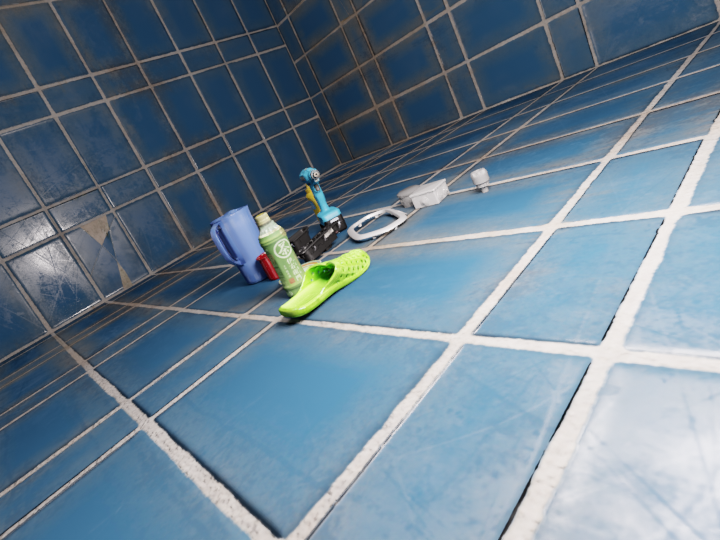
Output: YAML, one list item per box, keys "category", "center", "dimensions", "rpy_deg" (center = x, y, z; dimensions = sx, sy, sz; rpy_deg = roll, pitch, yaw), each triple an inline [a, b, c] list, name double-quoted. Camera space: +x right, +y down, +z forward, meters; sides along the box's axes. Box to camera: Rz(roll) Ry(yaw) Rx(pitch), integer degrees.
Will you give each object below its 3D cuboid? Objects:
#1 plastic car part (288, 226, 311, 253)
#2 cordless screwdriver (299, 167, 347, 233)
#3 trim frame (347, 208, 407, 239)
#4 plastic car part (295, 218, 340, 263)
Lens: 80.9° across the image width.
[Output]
- category: "plastic car part"
  center: [-0.204, -0.096, 1.450]
  dimensions: [0.069, 0.069, 0.115]
  rpy_deg: [-12, 22, 41]
- category: "cordless screwdriver"
  center: [-0.128, -0.240, 1.461]
  dimensions: [0.073, 0.243, 0.164]
  rpy_deg: [-29, 15, -12]
- category: "trim frame"
  center: [0.051, -0.144, 1.300]
  dimensions: [0.184, 0.027, 0.255]
  rpy_deg: [-28, 18, -3]
- category: "plastic car part"
  center: [-0.129, -0.085, 1.323]
  dimensions: [0.069, 0.065, 0.199]
  rpy_deg: [-10, 24, 44]
